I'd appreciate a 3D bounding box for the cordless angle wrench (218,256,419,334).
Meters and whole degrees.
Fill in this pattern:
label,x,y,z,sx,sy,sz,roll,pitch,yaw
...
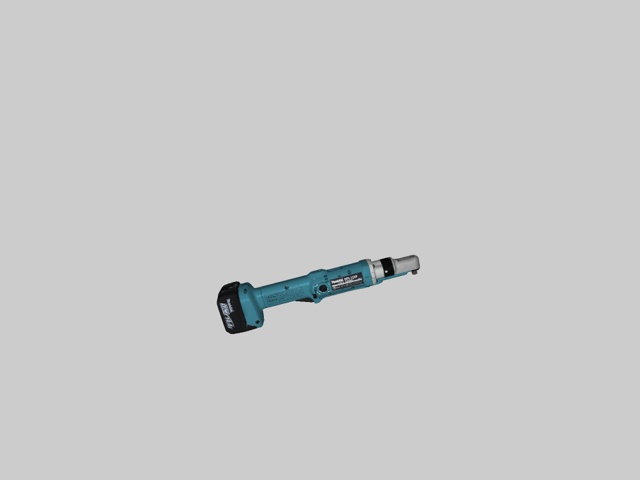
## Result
label,x,y,z,sx,sy,sz,roll,pitch,yaw
cordless angle wrench,0.002,0.094,0.887,0.423,0.098,0.074,-14,16,-1
